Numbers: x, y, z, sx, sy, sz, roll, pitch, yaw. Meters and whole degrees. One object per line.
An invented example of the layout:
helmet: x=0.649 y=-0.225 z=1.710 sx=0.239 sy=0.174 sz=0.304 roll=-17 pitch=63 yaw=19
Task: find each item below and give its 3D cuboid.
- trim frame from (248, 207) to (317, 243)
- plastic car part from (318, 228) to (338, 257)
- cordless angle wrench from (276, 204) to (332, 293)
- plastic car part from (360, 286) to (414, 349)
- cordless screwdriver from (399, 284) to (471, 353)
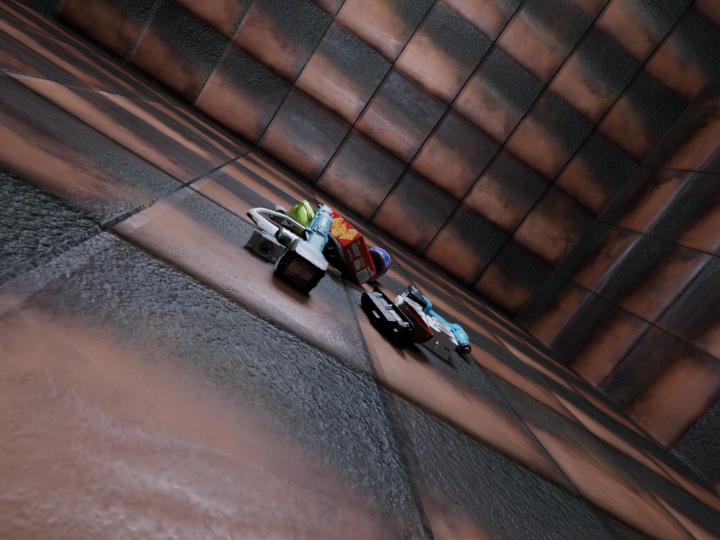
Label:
trim frame: x=-0.218 y=-0.121 z=1.224 sx=0.260 sy=0.027 sz=0.176 roll=36 pitch=19 yaw=25
plastic car part: x=-0.126 y=-0.082 z=1.288 sx=0.123 sy=0.070 sz=0.063 roll=50 pitch=-19 yaw=37
cordless angle wrench: x=-0.113 y=-0.088 z=1.071 sx=0.096 sy=0.074 sz=0.429 roll=34 pitch=23 yaw=-12
plastic car part: x=0.053 y=0.107 z=1.028 sx=0.065 sy=0.065 sz=0.212 roll=2 pitch=24 yaw=-20
cordless screwdriver: x=0.231 y=0.157 z=1.302 sx=0.246 sy=0.074 sz=0.161 roll=37 pitch=10 yaw=-7
